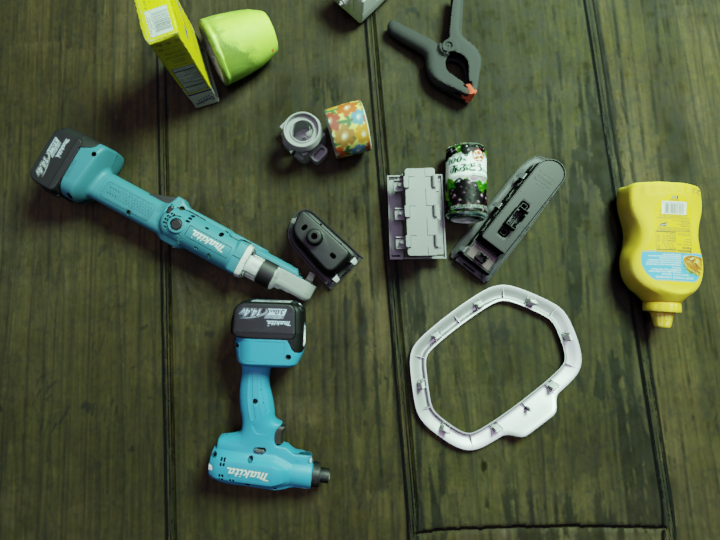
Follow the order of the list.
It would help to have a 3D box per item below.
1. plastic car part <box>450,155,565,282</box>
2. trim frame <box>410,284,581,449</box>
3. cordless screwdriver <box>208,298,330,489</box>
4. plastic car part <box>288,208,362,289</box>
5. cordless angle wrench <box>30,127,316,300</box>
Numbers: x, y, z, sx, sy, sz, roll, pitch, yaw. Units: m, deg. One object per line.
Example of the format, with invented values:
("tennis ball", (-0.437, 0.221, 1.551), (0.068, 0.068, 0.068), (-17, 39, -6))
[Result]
("plastic car part", (0.215, -0.083, 0.589), (0.068, 0.066, 0.202), (38, 84, 10))
("trim frame", (0.184, 0.132, 0.581), (0.248, 0.027, 0.186), (-36, 84, -3))
("cordless screwdriver", (-0.109, 0.165, 0.569), (0.160, 0.074, 0.249), (6, 88, 2))
("plastic car part", (-0.058, -0.038, 0.591), (0.066, 0.071, 0.117), (-44, 88, -5))
("cordless angle wrench", (-0.256, -0.065, 0.606), (0.426, 0.074, 0.098), (28, 86, 3))
